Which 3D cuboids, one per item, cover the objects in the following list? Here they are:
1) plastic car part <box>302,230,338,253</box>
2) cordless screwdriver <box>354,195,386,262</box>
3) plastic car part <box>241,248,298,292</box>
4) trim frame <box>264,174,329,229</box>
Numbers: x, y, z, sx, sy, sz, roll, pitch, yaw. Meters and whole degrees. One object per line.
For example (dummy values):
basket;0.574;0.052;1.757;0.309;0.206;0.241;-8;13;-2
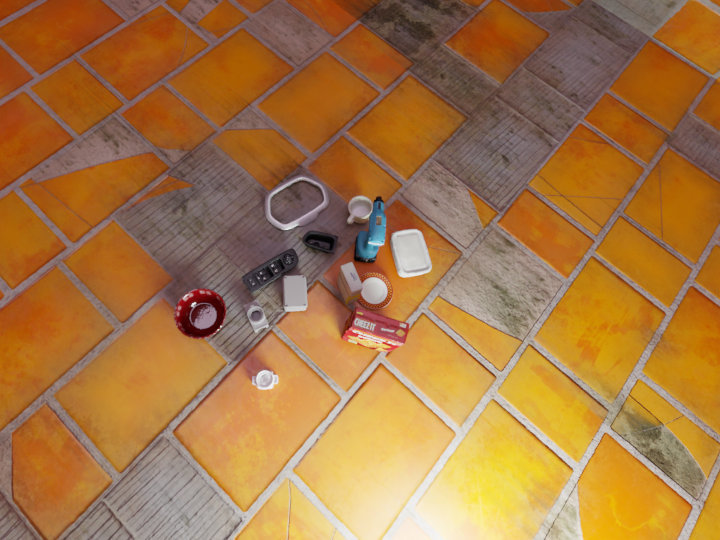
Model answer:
plastic car part;-0.143;-0.093;1.459;0.117;0.070;0.067;15;70;-1
cordless screwdriver;0.036;-0.126;1.391;0.074;0.246;0.162;7;71;-7
plastic car part;-0.295;0.003;1.414;0.200;0.066;0.068;-35;79;-16
trim frame;-0.232;-0.247;1.532;0.245;0.027;0.189;-33;76;-15
